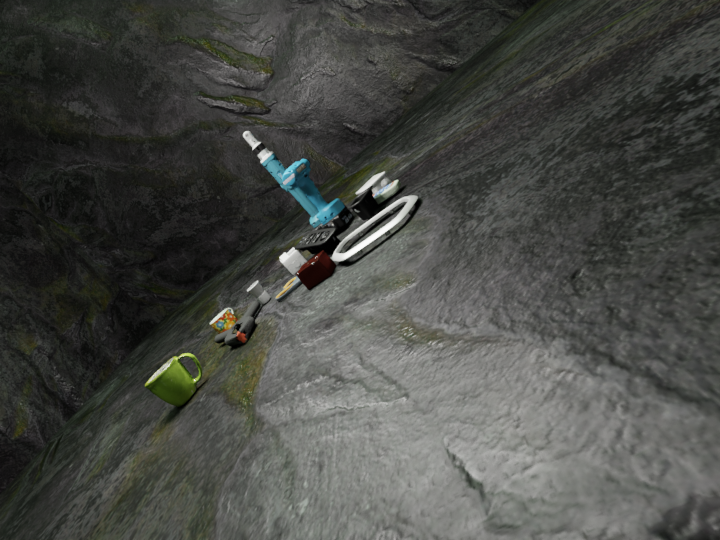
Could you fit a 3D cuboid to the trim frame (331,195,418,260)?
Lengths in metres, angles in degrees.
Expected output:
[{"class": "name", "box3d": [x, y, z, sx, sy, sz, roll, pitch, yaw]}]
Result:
[{"class": "trim frame", "box3d": [0.031, -0.096, 0.984, 0.251, 0.027, 0.186, -36, 17, 18]}]

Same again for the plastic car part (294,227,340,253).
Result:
[{"class": "plastic car part", "box3d": [-0.118, -0.077, 1.202, 0.066, 0.065, 0.209, -48, 17, -23]}]

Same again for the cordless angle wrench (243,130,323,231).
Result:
[{"class": "cordless angle wrench", "box3d": [-0.233, -0.288, 1.382, 0.075, 0.414, 0.099, -40, 11, 9]}]

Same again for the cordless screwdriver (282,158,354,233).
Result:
[{"class": "cordless screwdriver", "box3d": [-0.125, -0.234, 1.302, 0.076, 0.243, 0.159, -34, 14, 32]}]

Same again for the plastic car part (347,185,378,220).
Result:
[{"class": "plastic car part", "box3d": [0.013, -0.169, 1.132, 0.067, 0.069, 0.117, -34, 17, 29]}]
